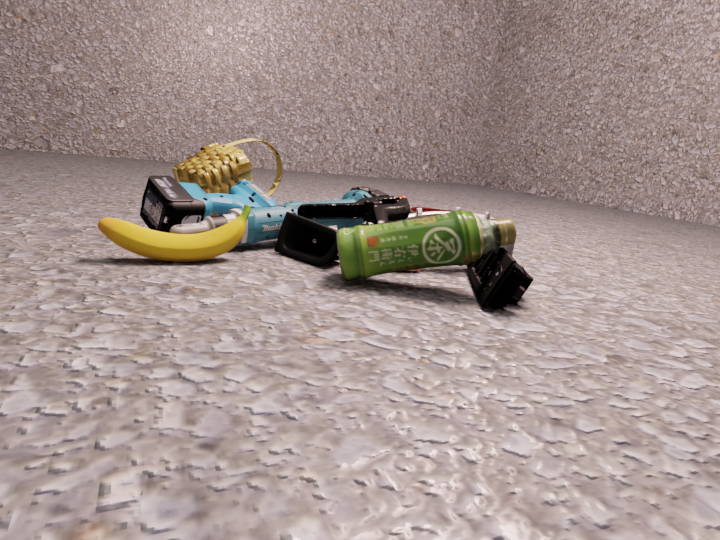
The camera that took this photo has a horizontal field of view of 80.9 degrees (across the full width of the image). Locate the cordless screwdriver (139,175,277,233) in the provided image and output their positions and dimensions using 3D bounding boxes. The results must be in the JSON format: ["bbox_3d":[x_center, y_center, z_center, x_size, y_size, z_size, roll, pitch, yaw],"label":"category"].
[{"bbox_3d":[-0.240,-0.102,0.741,0.167,0.074,0.239,38,29,24],"label":"cordless screwdriver"}]

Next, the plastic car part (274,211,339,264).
[{"bbox_3d":[-0.063,-0.041,0.649,0.123,0.066,0.067,20,5,33],"label":"plastic car part"}]

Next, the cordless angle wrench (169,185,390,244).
[{"bbox_3d":[-0.116,-0.085,0.722,0.406,0.096,0.079,-14,27,-42],"label":"cordless angle wrench"}]

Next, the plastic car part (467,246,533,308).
[{"bbox_3d":[0.190,-0.001,0.579,0.067,0.066,0.204,20,17,-2],"label":"plastic car part"}]

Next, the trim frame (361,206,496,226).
[{"bbox_3d":[0.115,-0.080,0.722,0.241,0.027,0.193,-10,21,-22],"label":"trim frame"}]
